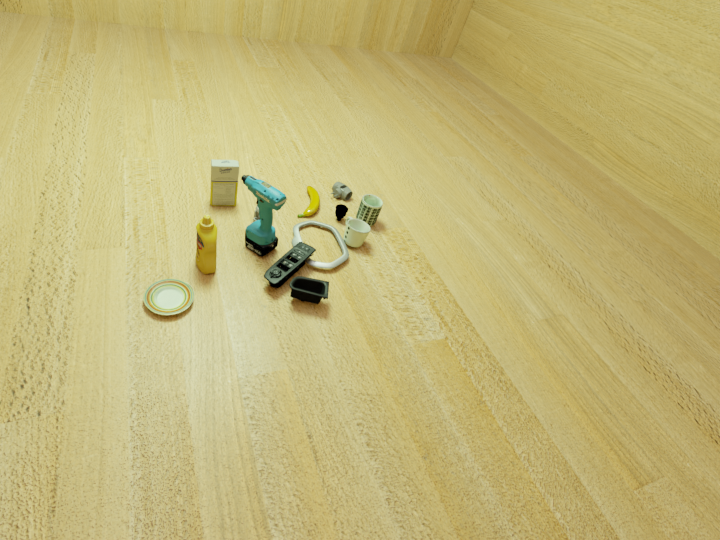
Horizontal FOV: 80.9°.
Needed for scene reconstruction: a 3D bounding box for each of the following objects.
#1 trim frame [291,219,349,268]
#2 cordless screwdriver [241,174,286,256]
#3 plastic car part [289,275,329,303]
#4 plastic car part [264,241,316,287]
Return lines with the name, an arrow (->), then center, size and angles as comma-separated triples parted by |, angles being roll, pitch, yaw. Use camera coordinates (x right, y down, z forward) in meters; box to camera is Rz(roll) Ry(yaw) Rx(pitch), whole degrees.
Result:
trim frame -> -0.142, -0.093, 1.456 | 0.178, 0.027, 0.261 | -6, 46, -22
cordless screwdriver -> -0.320, -0.174, 1.329 | 0.165, 0.245, 0.073 | 35, 44, 17
plastic car part -> -0.157, 0.065, 1.252 | 0.115, 0.070, 0.068 | 11, 43, -6
plastic car part -> -0.225, -0.012, 1.317 | 0.068, 0.066, 0.200 | 31, 44, 14
